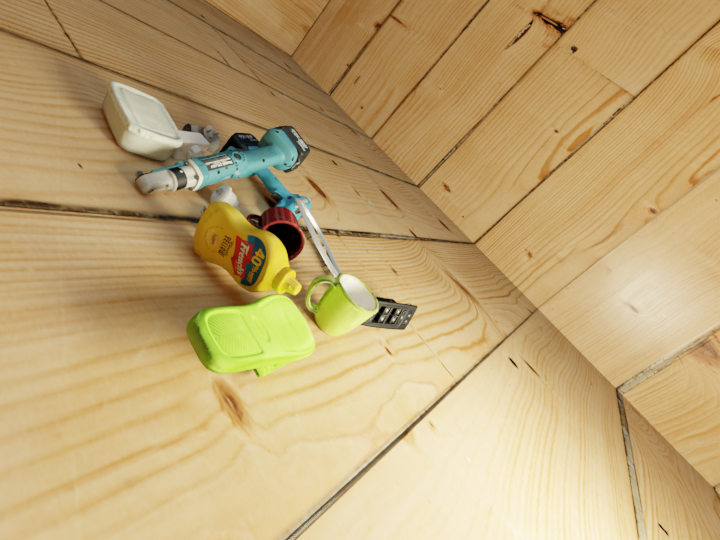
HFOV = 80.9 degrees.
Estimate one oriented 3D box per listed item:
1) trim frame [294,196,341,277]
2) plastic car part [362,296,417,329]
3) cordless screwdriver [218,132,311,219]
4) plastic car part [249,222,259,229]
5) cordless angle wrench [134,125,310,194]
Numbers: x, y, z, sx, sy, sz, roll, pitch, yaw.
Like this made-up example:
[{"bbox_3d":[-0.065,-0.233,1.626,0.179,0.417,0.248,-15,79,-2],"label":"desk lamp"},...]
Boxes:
[{"bbox_3d":[-0.089,-0.058,0.908,0.261,0.027,0.175,60,2,37],"label":"trim frame"},{"bbox_3d":[0.044,0.084,0.916,0.071,0.066,0.192,45,20,32],"label":"plastic car part"},{"bbox_3d":[-0.231,-0.212,0.999,0.250,0.075,0.157,46,25,1],"label":"cordless screwdriver"},{"bbox_3d":[-0.211,-0.043,0.744,0.114,0.066,0.072,34,38,-10],"label":"plastic car part"},{"bbox_3d":[-0.262,-0.217,0.860,0.098,0.075,0.414,52,39,0],"label":"cordless angle wrench"}]
